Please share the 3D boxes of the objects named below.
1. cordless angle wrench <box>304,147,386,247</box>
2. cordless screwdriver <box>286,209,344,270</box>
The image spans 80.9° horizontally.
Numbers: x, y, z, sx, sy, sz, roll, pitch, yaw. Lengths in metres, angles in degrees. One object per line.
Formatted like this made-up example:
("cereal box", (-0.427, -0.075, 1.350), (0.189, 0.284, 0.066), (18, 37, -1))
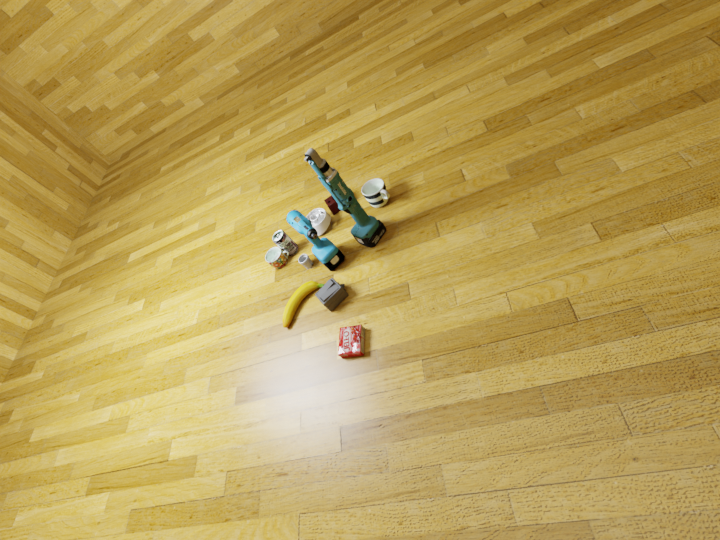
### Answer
("cordless angle wrench", (-0.050, -0.226, 1.316), (0.079, 0.400, 0.098), (25, 73, 43))
("cordless screwdriver", (-0.136, -0.089, 1.388), (0.074, 0.235, 0.168), (-45, 44, -4))
